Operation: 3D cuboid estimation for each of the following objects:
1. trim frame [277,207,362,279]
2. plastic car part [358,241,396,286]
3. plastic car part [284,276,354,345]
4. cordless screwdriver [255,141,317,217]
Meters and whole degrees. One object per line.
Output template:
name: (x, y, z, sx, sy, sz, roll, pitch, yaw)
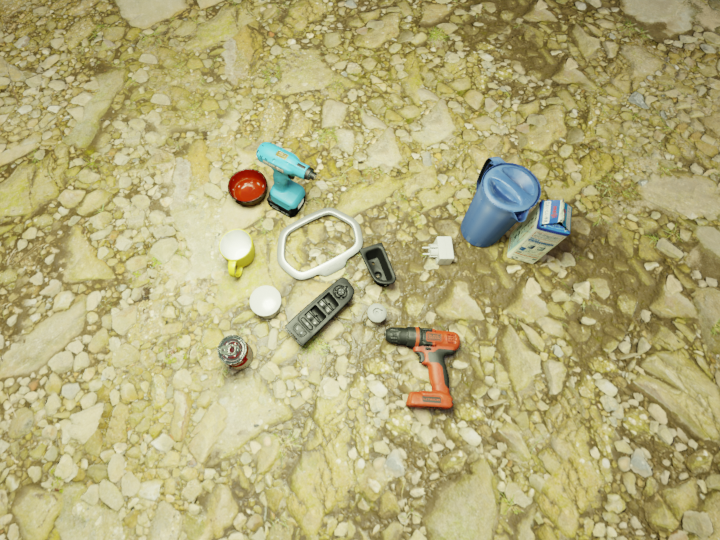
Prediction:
trim frame: (-0.114, -0.075, 1.167, 0.246, 0.027, 0.191, -28, 69, -10)
plastic car part: (0.046, -0.003, 1.109, 0.065, 0.069, 0.120, -18, 68, -9)
plastic car part: (-0.096, 0.103, 1.069, 0.068, 0.065, 0.201, 42, 74, 15)
cordless screwdriver: (-0.184, -0.226, 1.117, 0.163, 0.243, 0.074, 29, 70, 9)
